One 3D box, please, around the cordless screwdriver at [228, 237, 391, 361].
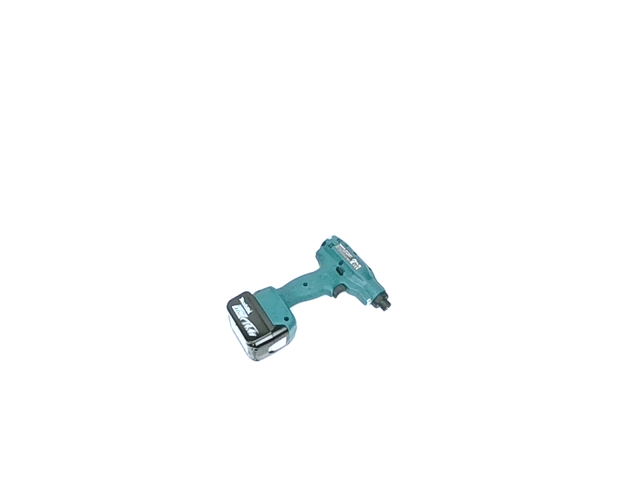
[{"bbox_3d":[-0.014,0.106,0.693,0.247,0.159,0.074,-31,-27,-24],"label":"cordless screwdriver"}]
